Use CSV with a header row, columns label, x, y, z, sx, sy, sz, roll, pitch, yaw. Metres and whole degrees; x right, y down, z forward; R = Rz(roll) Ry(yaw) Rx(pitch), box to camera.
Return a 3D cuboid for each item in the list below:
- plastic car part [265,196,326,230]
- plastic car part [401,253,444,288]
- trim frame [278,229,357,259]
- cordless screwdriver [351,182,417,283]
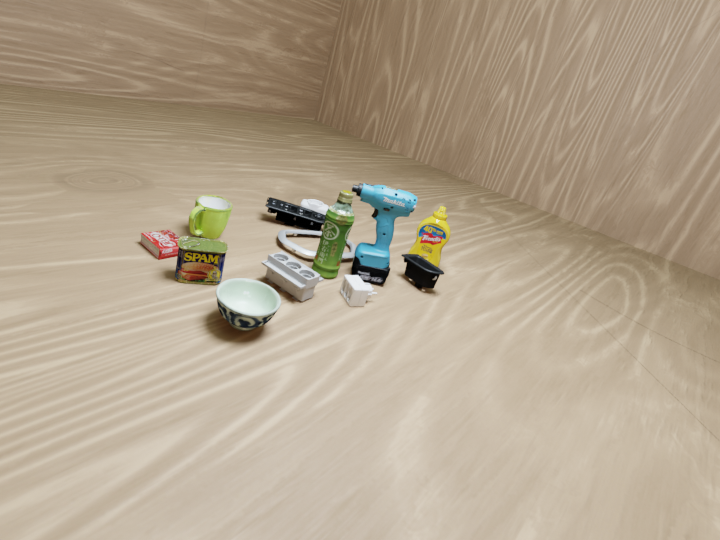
label,x,y,z,sx,sy,sz,roll,pitch,yaw
plastic car part,-0.196,-0.166,1.305,0.200,0.066,0.068,12,24,-7
plastic car part,0.161,0.009,1.136,0.063,0.070,0.123,-1,29,-35
trim frame,-0.118,-0.077,1.210,0.238,0.027,0.195,-1,29,-32
cordless screwdriver,0.029,-0.096,1.071,0.159,0.245,0.075,16,23,-2
